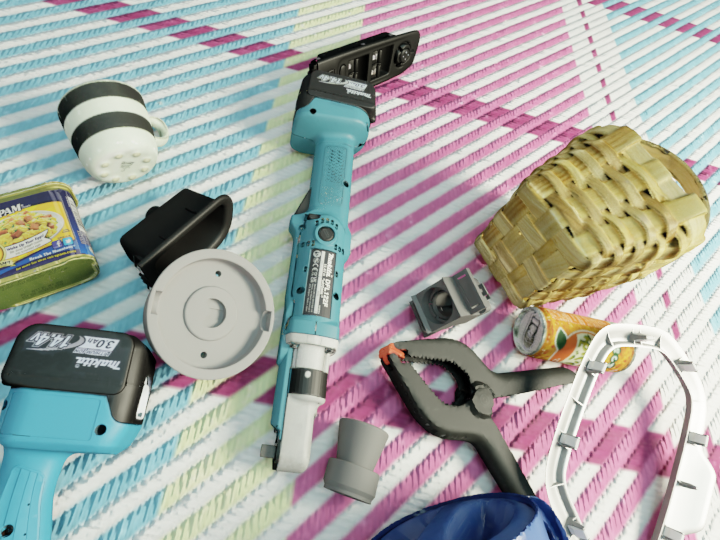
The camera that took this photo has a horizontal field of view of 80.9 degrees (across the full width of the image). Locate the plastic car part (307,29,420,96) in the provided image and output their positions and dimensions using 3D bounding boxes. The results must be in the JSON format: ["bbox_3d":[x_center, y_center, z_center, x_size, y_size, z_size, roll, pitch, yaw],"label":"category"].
[{"bbox_3d":[0.001,-0.294,0.601,0.199,0.064,0.071,-30,49,-24],"label":"plastic car part"}]

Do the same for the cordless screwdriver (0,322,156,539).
[{"bbox_3d":[-0.203,0.171,0.294,0.157,0.074,0.253,12,64,-8],"label":"cordless screwdriver"}]

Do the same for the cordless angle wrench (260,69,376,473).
[{"bbox_3d":[-0.043,-0.028,0.440,0.096,0.074,0.432,9,63,-10],"label":"cordless angle wrench"}]

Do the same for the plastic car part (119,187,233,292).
[{"bbox_3d":[-0.187,-0.037,0.420,0.073,0.064,0.116,23,56,13],"label":"plastic car part"}]

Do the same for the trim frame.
[{"bbox_3d":[0.260,0.166,0.395,0.180,0.028,0.248,38,68,-10],"label":"trim frame"}]
